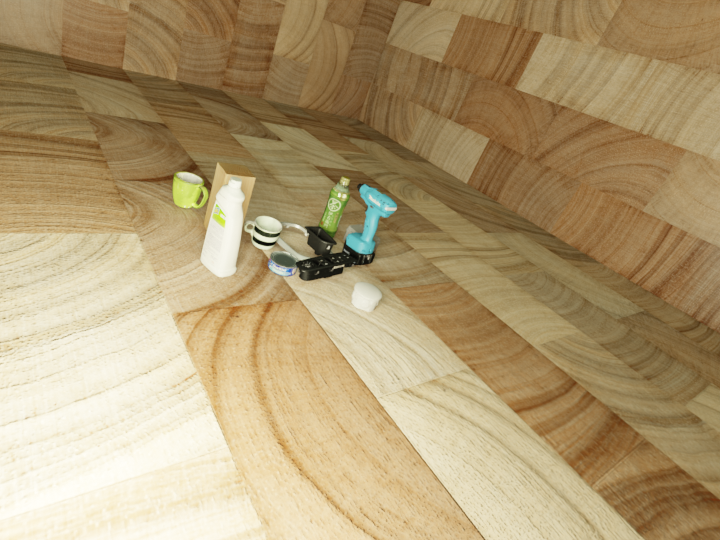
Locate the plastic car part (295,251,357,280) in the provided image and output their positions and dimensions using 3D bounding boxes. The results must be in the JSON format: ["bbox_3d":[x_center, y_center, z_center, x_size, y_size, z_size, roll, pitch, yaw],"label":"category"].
[{"bbox_3d":[-0.107,-0.010,1.230,0.194,0.066,0.070,-8,39,-43],"label":"plastic car part"}]

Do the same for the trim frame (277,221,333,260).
[{"bbox_3d":[-0.190,-0.089,1.361,0.262,0.027,0.176,38,32,31],"label":"trim frame"}]

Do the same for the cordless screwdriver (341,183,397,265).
[{"bbox_3d":[0.010,-0.149,1.367,0.071,0.246,0.168,-4,37,-43],"label":"cordless screwdriver"}]

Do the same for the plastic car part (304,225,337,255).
[{"bbox_3d":[-0.132,-0.086,1.348,0.063,0.070,0.123,-2,35,-39],"label":"plastic car part"}]
